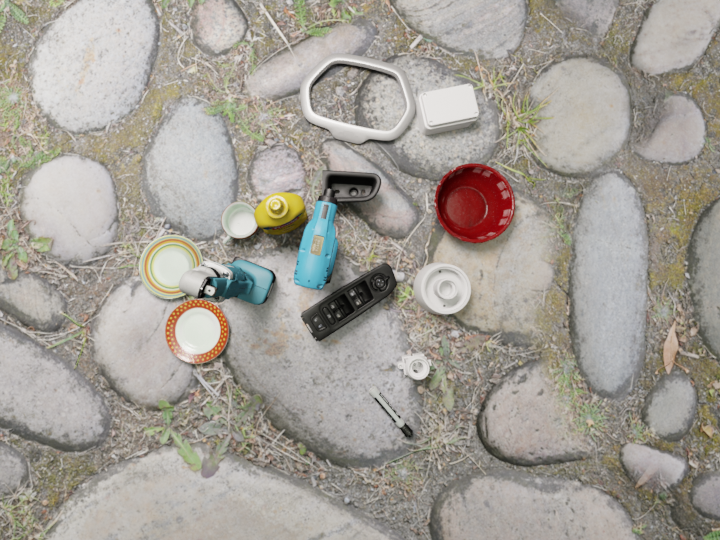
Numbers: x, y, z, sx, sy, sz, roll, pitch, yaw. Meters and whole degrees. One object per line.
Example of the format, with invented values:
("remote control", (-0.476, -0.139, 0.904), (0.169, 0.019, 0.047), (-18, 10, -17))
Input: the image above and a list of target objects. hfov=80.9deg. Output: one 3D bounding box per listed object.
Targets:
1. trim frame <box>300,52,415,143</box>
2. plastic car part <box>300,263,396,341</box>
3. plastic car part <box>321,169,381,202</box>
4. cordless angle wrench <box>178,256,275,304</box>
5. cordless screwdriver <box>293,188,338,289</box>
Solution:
("trim frame", (-0.007, -0.364, 0.898), (0.249, 0.027, 0.184), (13, 86, 1))
("plastic car part", (-0.019, 0.059, 0.843), (0.202, 0.067, 0.067), (-32, 89, -3))
("plastic car part", (-0.020, -0.164, 0.860), (0.116, 0.071, 0.066), (2, 87, -1))
("cordless angle wrench", (-0.207, 0.018, 0.670), (0.098, 0.423, 0.074), (22, 87, -4))
("cordless screwdriver", (-0.074, -0.049, 0.762), (0.074, 0.249, 0.159), (13, 87, -5))
